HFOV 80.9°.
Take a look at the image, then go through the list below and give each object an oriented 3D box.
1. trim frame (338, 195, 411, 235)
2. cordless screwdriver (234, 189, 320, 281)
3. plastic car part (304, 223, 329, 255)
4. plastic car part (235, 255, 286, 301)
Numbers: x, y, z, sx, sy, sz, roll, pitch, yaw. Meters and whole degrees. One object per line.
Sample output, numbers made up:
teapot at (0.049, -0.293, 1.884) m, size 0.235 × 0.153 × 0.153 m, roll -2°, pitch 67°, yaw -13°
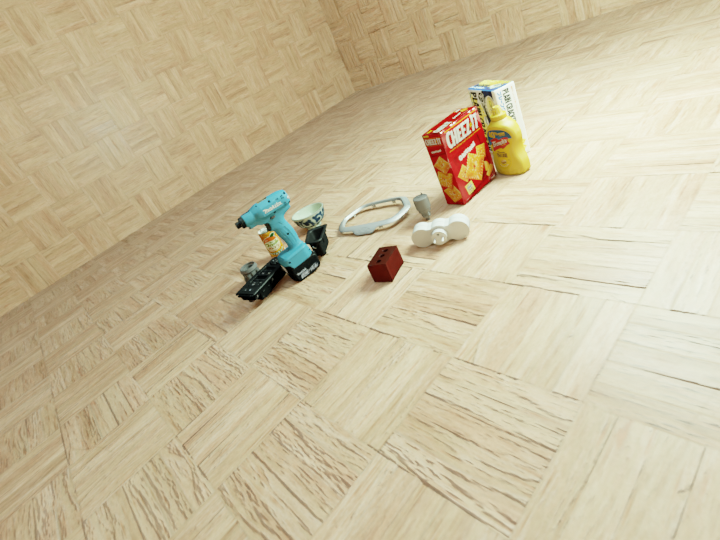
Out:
trim frame at (0.042, -0.169, 1.306) m, size 0.259 × 0.026 × 0.183 m, roll -6°, pitch 35°, yaw 35°
cordless screwdriver at (-0.224, -0.080, 1.160) m, size 0.157 × 0.239 × 0.078 m, roll -34°, pitch 26°, yaw -16°
plastic car part at (-0.123, -0.080, 1.255) m, size 0.067 × 0.068 × 0.119 m, roll -20°, pitch 28°, yaw 13°
plastic car part at (-0.265, 0.028, 1.201) m, size 0.069 × 0.064 × 0.203 m, roll -10°, pitch 32°, yaw 31°
